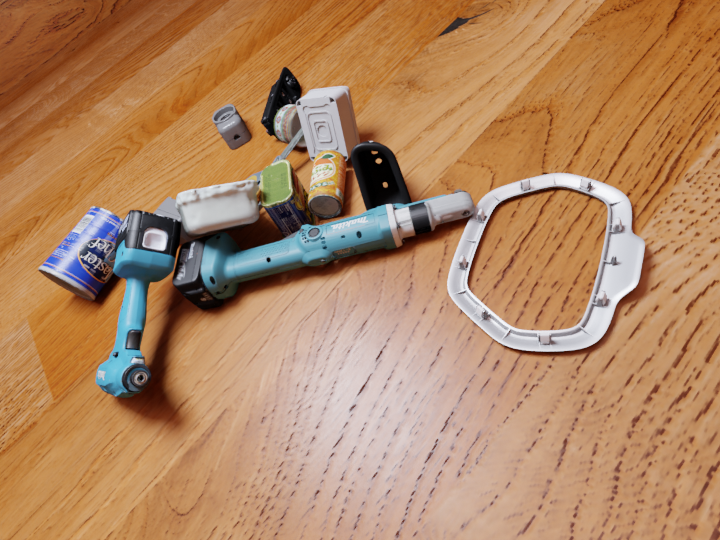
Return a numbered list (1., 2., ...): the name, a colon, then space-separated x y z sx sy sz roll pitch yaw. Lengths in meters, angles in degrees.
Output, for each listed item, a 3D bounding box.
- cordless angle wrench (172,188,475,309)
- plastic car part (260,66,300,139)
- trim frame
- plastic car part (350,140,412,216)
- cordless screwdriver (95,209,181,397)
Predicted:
1. cordless angle wrench: -0.058 -0.038 0.594 0.431 0.070 0.101 -13 51 13
2. plastic car part: -0.167 -0.344 0.883 0.069 0.063 0.207 -26 45 40
3. trim frame: 0.206 -0.023 0.482 0.193 0.026 0.249 13 61 31
4. plastic car part: 0.028 -0.139 0.608 0.067 0.112 0.072 -15 26 13
5. cordless screwdriver: -0.300 0.041 0.575 0.165 0.071 0.253 -18 64 49
